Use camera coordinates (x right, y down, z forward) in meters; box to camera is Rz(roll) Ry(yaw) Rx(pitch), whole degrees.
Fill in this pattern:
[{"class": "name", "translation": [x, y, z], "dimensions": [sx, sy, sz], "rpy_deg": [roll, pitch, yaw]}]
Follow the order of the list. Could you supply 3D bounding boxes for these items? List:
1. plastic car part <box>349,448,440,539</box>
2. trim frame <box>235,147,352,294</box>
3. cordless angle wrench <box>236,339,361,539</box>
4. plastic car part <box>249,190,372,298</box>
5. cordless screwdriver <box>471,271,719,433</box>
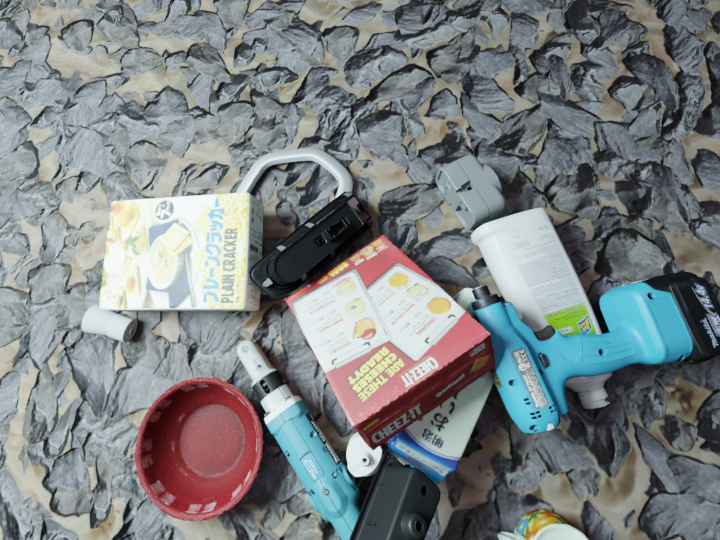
[{"class": "plastic car part", "translation": [0.042, 0.249, 0.425], "dimensions": [0.066, 0.071, 0.116], "rpy_deg": [38, 49, -2]}, {"class": "trim frame", "translation": [-0.113, -0.080, 0.643], "dimensions": [0.189, 0.027, 0.249], "rpy_deg": [21, 75, 13]}, {"class": "cordless angle wrench", "translation": [-0.033, 0.259, 0.500], "dimensions": [0.074, 0.095, 0.438], "rpy_deg": [-37, 70, -4]}, {"class": "plastic car part", "translation": [-0.056, -0.037, 0.573], "dimensions": [0.200, 0.069, 0.065], "rpy_deg": [-41, 104, -23]}, {"class": "cordless screwdriver", "translation": [0.257, 0.061, 0.477], "dimensions": [0.247, 0.073, 0.162], "rpy_deg": [-19, 77, -6]}]
